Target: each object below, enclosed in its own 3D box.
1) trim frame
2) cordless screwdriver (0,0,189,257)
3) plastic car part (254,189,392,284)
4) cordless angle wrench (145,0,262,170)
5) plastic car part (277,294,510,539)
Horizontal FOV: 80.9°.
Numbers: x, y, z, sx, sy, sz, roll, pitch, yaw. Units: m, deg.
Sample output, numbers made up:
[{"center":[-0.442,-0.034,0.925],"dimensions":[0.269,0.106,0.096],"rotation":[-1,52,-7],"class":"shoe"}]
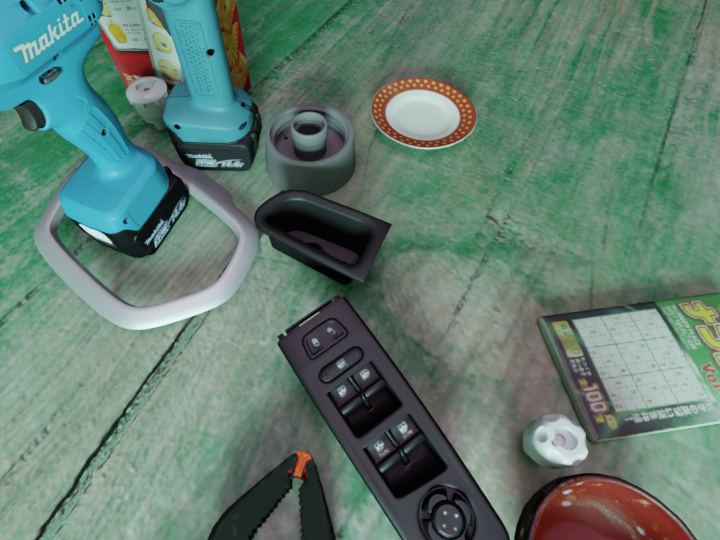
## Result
[{"center":[-0.223,-0.045,0.444],"dimensions":[0.258,0.027,0.183],"rotation":[33,65,19],"class":"trim frame"},{"center":[-0.237,-0.092,0.347],"dimensions":[0.076,0.242,0.160],"rotation":[21,61,8],"class":"cordless screwdriver"},{"center":[-0.040,-0.026,0.405],"dimensions":[0.120,0.069,0.066],"rotation":[23,62,13],"class":"plastic car part"},{"center":[-0.154,-0.250,0.342],"dimensions":[0.098,0.412,0.076],"rotation":[4,60,-2],"class":"cordless angle wrench"},{"center":[0.016,0.122,0.317],"dimensions":[0.065,0.065,0.212],"rotation":[-31,64,-18],"class":"plastic car part"}]
